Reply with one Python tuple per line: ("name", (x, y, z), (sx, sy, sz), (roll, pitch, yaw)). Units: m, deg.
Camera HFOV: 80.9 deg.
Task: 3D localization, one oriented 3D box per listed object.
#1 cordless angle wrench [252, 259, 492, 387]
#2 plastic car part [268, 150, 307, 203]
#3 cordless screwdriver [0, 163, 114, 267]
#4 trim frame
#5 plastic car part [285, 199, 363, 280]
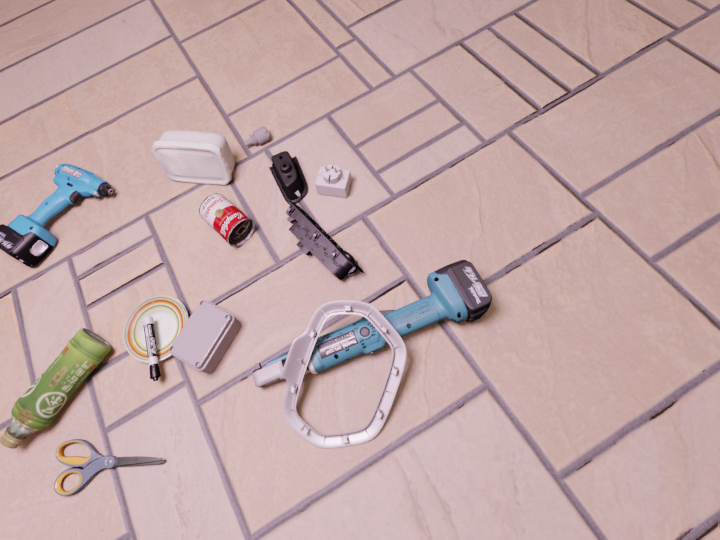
("cordless angle wrench", (0.011, 0.110, 0.730), (0.423, 0.071, 0.102), (-23, 65, 0))
("plastic car part", (-0.156, -0.208, 0.901), (0.066, 0.068, 0.121), (-24, 62, -3))
("cordless screwdriver", (-0.681, -0.125, 0.948), (0.164, 0.072, 0.250), (20, 66, 16))
("trim frame", (-0.031, 0.170, 0.685), (0.186, 0.027, 0.248), (20, 93, 6))
("plastic car part", (-0.080, -0.053, 0.822), (0.212, 0.064, 0.067), (40, 86, 23))
